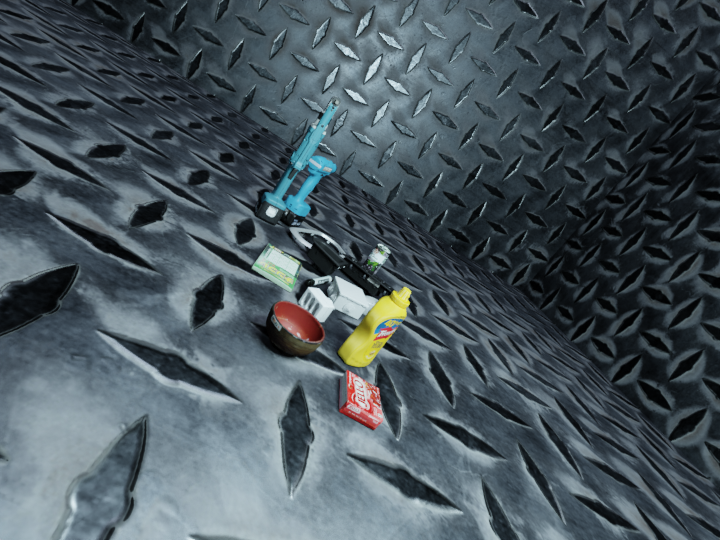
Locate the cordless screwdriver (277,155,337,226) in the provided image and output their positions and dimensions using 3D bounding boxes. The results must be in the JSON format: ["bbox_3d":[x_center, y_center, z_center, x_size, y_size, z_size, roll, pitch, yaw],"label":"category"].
[{"bbox_3d":[-0.171,-0.263,1.403,0.076,0.249,0.154,40,17,13],"label":"cordless screwdriver"}]

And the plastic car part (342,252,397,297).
[{"bbox_3d":[0.015,0.022,1.279,0.212,0.067,0.063,42,18,25],"label":"plastic car part"}]

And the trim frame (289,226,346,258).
[{"bbox_3d":[-0.134,-0.088,1.372,0.192,0.027,0.238,41,18,21],"label":"trim frame"}]

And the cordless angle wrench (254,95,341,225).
[{"bbox_3d":[-0.184,-0.331,1.267,0.071,0.423,0.102,28,19,-25],"label":"cordless angle wrench"}]

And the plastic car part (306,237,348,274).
[{"bbox_3d":[-0.104,-0.031,1.197,0.121,0.071,0.063,40,18,18],"label":"plastic car part"}]
